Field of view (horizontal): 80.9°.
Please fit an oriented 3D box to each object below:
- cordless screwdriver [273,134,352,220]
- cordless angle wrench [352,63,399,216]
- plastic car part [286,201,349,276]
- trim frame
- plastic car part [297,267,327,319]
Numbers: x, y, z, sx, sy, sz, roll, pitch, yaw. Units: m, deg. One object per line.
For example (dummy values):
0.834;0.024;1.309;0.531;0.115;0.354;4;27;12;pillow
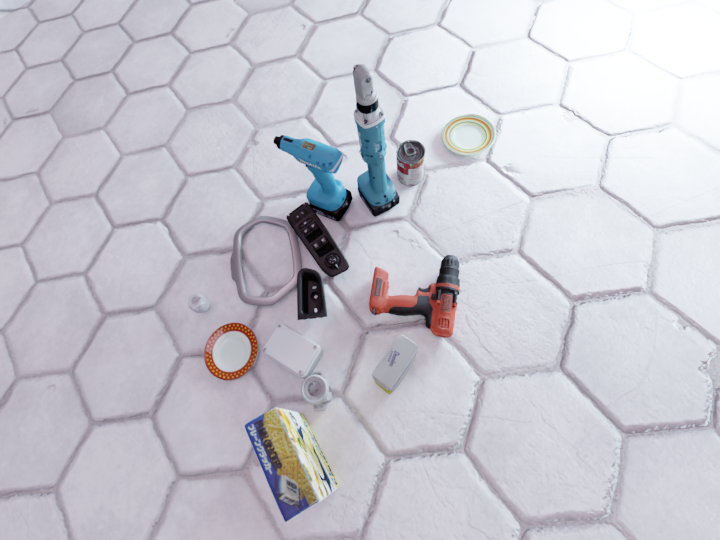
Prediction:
-0.106;-0.218;0.985;0.165;0.240;0.074;25;73;17;cordless screwdriver
0.025;-0.253;0.881;0.074;0.408;0.102;-29;68;-5;cordless angle wrench
-0.099;-0.065;1.013;0.066;0.064;0.212;-33;65;-6;plastic car part
-0.237;-0.029;1.046;0.185;0.026;0.257;-15;65;4;trim frame
-0.107;0.059;0.958;0.067;0.068;0.120;-8;66;5;plastic car part
